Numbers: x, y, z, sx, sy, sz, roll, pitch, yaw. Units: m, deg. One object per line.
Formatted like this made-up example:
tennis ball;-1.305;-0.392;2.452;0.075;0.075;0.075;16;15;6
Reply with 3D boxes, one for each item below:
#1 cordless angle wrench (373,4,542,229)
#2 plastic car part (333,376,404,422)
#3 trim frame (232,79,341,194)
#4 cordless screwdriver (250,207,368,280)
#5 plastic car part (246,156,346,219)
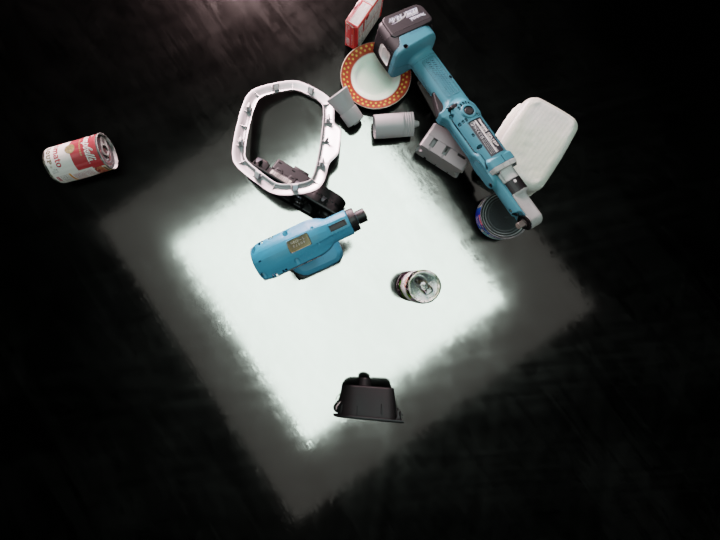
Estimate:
cordless angle wrench;0.168;-0.252;0.704;0.097;0.073;0.432;-28;77;-12
plastic car part;0.014;0.222;0.728;0.118;0.064;0.072;6;72;4
trim frame;-0.127;-0.243;0.748;0.182;0.027;0.253;10;65;-7
cordless screwdriver;-0.064;-0.042;0.653;0.160;0.247;0.075;-25;90;2
plastic car part;-0.109;-0.144;0.762;0.205;0.066;0.067;35;61;5
